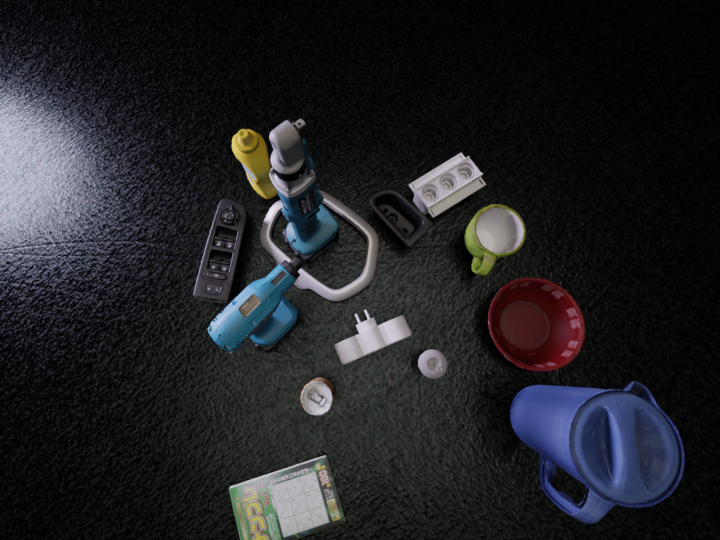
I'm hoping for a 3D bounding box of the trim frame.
[{"bbox_3d":[-0.081,-0.053,0.824,0.254,0.027,0.184,37,81,11],"label":"trim frame"}]

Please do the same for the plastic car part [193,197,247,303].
[{"bbox_3d":[-0.259,-0.037,0.812,0.067,0.066,0.205,7,77,2],"label":"plastic car part"}]

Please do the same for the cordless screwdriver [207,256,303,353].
[{"bbox_3d":[-0.145,0.060,0.688,0.076,0.245,0.158,43,81,7],"label":"cordless screwdriver"}]

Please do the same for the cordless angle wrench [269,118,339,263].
[{"bbox_3d":[-0.088,-0.103,0.637,0.097,0.416,0.076,-39,83,-8],"label":"cordless angle wrench"}]

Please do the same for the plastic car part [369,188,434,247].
[{"bbox_3d":[0.069,-0.100,0.805,0.066,0.069,0.119,-43,79,-8],"label":"plastic car part"}]
